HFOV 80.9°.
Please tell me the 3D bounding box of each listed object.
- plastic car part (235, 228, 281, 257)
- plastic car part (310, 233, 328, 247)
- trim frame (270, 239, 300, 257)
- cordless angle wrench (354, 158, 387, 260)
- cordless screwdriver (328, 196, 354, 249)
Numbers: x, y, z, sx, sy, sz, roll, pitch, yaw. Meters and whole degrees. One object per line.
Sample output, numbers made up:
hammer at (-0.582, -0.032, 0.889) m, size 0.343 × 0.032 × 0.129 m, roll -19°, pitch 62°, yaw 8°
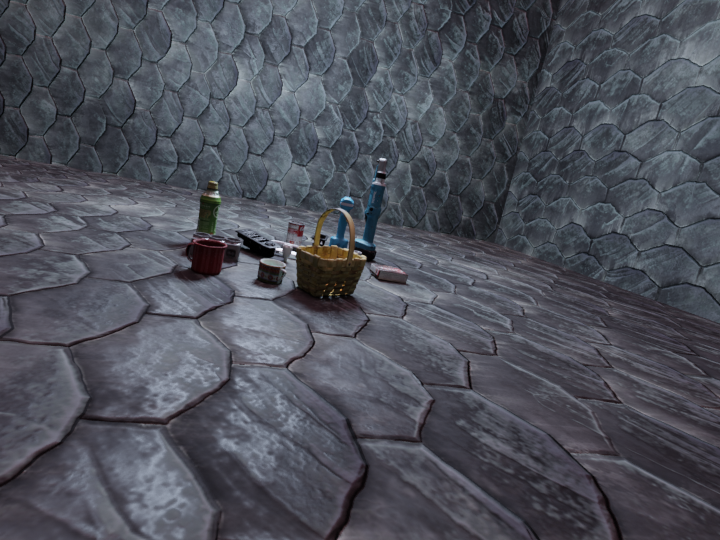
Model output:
plastic car part at (-0.365, -0.094, 1.497) m, size 0.215 × 0.066 × 0.063 m, roll 21°, pitch 14°, yaw 39°
plastic car part at (-0.170, -0.111, 1.740) m, size 0.067 × 0.070 × 0.116 m, roll 13°, pitch 12°, yaw 4°
trim frame at (-0.258, -0.077, 1.608) m, size 0.252 × 0.027 × 0.183 m, roll 13°, pitch 12°, yaw 6°
cordless angle wrench at (0.053, -0.252, 1.755) m, size 0.102 × 0.420 × 0.072 m, roll 17°, pitch 11°, yaw 24°
cordless screwdriver at (-0.074, -0.169, 1.673) m, size 0.074 × 0.247 × 0.161 m, roll 12°, pitch 11°, yaw -4°
